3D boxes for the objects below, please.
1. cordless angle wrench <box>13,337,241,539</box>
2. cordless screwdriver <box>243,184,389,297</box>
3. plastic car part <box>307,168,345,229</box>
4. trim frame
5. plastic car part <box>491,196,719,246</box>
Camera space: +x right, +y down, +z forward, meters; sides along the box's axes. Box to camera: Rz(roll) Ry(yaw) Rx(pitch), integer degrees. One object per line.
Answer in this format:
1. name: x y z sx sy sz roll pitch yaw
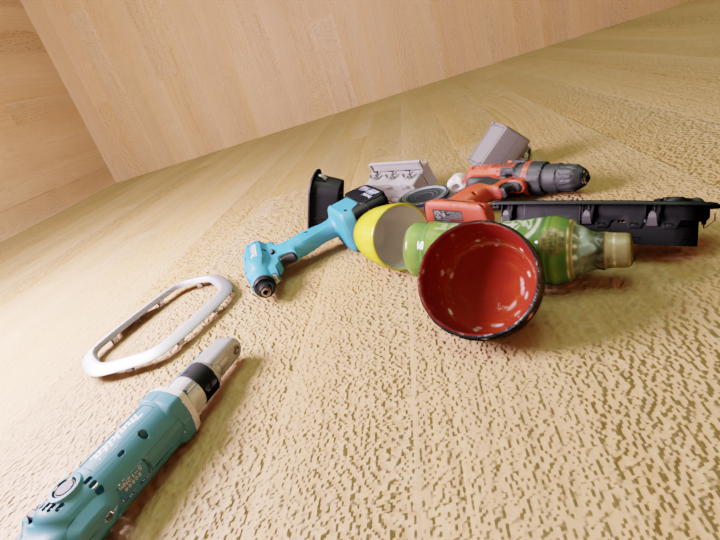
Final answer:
1. cordless angle wrench: -0.218 0.187 0.326 0.102 0.072 0.420 -6 27 26
2. cordless screwdriver: -0.064 -0.042 0.658 0.248 0.072 0.166 -26 26 -4
3. plastic car part: -0.056 -0.122 0.775 0.073 0.114 0.066 15 33 12
4. trim frame: -0.301 0.075 0.644 0.192 0.026 0.247 -2 33 30
5. plastic car part: 0.254 -0.051 0.456 0.213 0.067 0.063 1 -6 36
